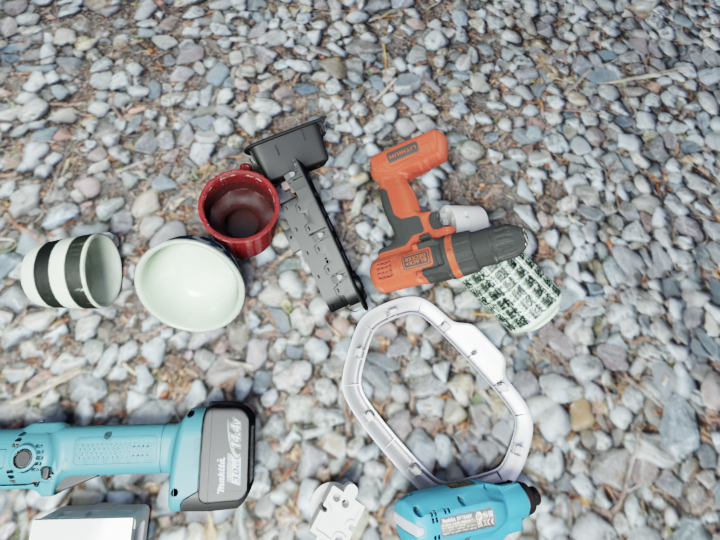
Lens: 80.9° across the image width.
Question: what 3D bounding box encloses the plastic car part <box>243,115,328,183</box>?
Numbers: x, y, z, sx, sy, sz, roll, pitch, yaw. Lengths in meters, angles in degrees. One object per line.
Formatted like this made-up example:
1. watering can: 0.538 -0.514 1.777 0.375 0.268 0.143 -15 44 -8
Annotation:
1. plastic car part: -0.091 -0.152 0.575 0.115 0.067 0.071 -27 92 -12

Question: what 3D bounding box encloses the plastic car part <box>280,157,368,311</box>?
1. plastic car part: -0.051 -0.033 0.518 0.067 0.066 0.204 -29 87 -3

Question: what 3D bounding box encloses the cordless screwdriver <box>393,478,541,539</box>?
1. cordless screwdriver: 0.124 0.337 0.399 0.154 0.075 0.253 0 74 -20

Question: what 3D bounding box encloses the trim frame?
1. trim frame: 0.091 0.145 0.500 0.182 0.027 0.255 -39 77 -18

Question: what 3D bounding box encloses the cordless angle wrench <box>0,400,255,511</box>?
1. cordless angle wrench: -0.321 0.187 0.424 0.420 0.073 0.100 0 71 -4
